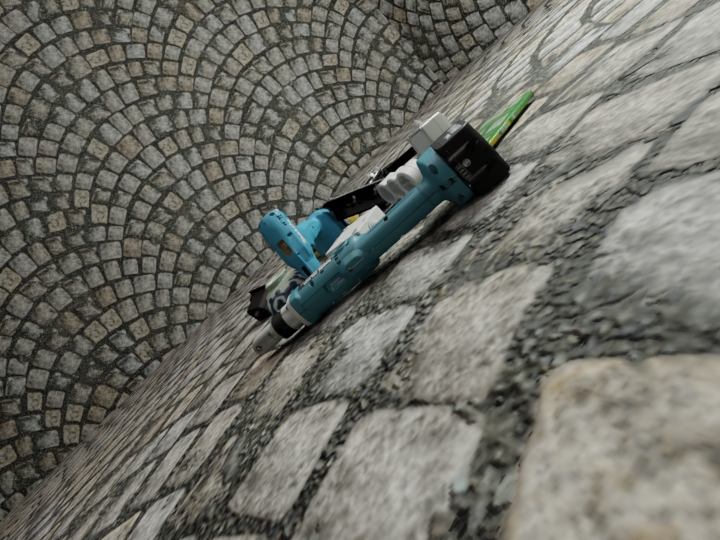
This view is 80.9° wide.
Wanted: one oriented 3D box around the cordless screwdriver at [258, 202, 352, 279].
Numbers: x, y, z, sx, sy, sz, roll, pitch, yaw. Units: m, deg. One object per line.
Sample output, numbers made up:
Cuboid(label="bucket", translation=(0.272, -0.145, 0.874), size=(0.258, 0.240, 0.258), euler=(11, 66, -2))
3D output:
Cuboid(label="cordless screwdriver", translation=(-0.079, -0.052, 0.812), size=(0.075, 0.161, 0.243), euler=(-44, -6, 22))

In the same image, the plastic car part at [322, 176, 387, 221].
Cuboid(label="plastic car part", translation=(0.012, -0.147, 0.871), size=(0.197, 0.067, 0.068), euler=(-21, 4, -29))

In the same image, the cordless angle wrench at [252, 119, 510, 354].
Cuboid(label="cordless angle wrench", translation=(-0.006, -0.016, 0.562), size=(0.426, 0.073, 0.098), euler=(-42, 10, 20))

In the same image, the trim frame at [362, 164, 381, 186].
Cuboid(label="trim frame", translation=(-0.012, -0.207, 1.207), size=(0.249, 0.027, 0.186), euler=(-61, 11, -24))

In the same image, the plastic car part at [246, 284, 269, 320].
Cuboid(label="plastic car part", translation=(-0.219, 0.080, 0.953), size=(0.120, 0.064, 0.071), euler=(-22, 39, 55))
